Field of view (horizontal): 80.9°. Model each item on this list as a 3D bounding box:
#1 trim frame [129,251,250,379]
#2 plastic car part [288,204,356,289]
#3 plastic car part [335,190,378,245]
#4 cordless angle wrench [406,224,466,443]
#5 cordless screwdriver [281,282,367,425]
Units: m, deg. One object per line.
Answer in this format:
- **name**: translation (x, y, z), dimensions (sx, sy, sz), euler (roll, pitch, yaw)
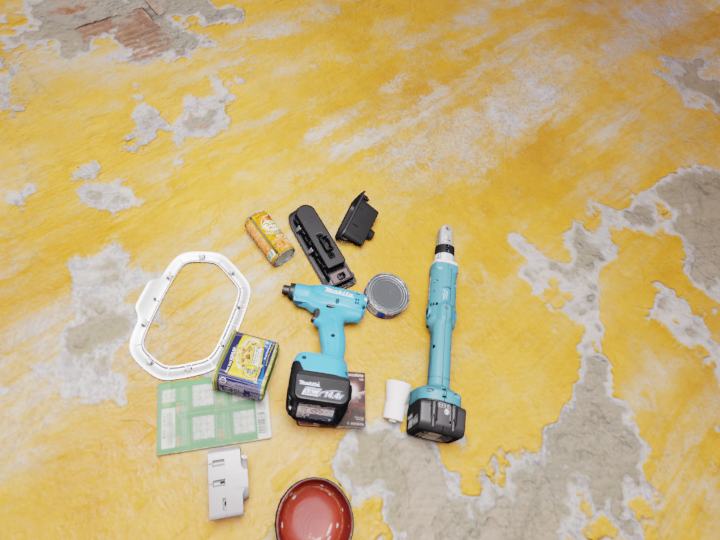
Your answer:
- **trim frame**: translation (-0.306, 0.072, 0.762), dimensions (0.185, 0.027, 0.251), euler (17, 63, 2)
- **plastic car part**: translation (-0.083, -0.054, 0.845), dimensions (0.065, 0.065, 0.211), euler (-27, 67, -15)
- **plastic car part**: translation (-0.001, -0.096, 0.883), dimensions (0.069, 0.067, 0.117), euler (28, 64, -13)
- **cordless angle wrench**: translation (0.150, 0.086, 0.790), dimensions (0.074, 0.096, 0.431), euler (12, 58, -2)
- **cordless screwdriver**: translation (-0.079, 0.121, 0.717), dimensions (0.159, 0.073, 0.254), euler (11, 43, -1)
